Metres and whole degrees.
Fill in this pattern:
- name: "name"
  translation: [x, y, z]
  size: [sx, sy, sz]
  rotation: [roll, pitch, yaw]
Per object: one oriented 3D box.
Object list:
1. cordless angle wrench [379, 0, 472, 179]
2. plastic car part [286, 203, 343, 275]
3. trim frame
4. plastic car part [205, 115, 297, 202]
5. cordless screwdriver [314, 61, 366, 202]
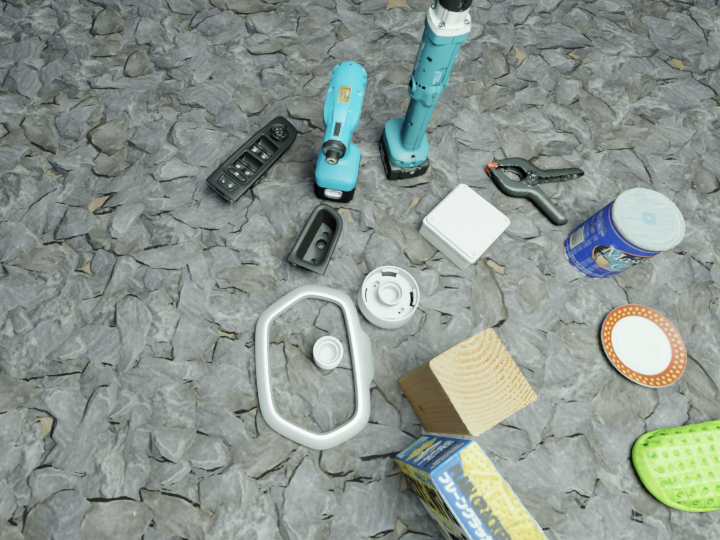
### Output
- name: "cordless angle wrench"
  translation: [0.099, -0.281, 0.626]
  size: [0.073, 0.416, 0.100]
  rotation: [-9, 71, -9]
- name: "plastic car part"
  translation: [-0.070, -0.046, 0.714]
  size: [0.067, 0.070, 0.117]
  rotation: [22, 69, 5]
- name: "trim frame"
  translation: [-0.071, 0.142, 0.659]
  size: [0.183, 0.027, 0.255]
  rotation: [-8, 68, -4]
- name: "plastic car part"
  translation: [-0.189, -0.200, 0.778]
  size: [0.068, 0.066, 0.202]
  rotation: [33, 71, 9]
- name: "cordless screwdriver"
  translation: [-0.036, -0.184, 0.677]
  size: [0.074, 0.244, 0.161]
  rotation: [10, 69, -2]
